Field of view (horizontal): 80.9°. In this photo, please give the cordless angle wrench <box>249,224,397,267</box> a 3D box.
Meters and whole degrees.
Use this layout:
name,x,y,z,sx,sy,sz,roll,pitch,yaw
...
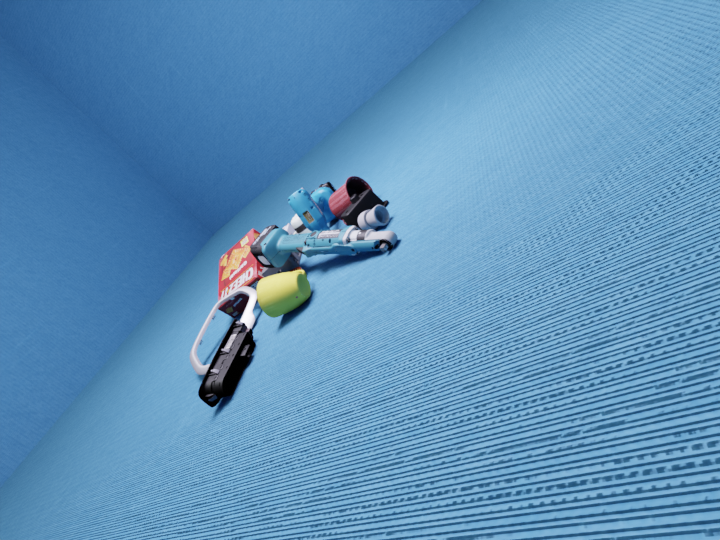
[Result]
name,x,y,z,sx,sy,sz,roll,pitch,yaw
cordless angle wrench,-0.090,-0.059,0.922,0.443,0.071,0.098,0,47,46

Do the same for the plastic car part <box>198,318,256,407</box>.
name,x,y,z,sx,sy,sz,roll,pitch,yaw
plastic car part,-0.259,0.186,0.860,0.069,0.064,0.205,-7,33,19

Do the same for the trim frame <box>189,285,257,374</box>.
name,x,y,z,sx,sy,sz,roll,pitch,yaw
trim frame,-0.338,0.144,1.050,0.192,0.026,0.251,-10,46,36

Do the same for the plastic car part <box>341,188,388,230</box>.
name,x,y,z,sx,sy,sz,roll,pitch,yaw
plastic car part,0.000,-0.138,0.965,0.116,0.068,0.068,-53,21,-15

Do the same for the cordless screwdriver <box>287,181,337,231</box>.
name,x,y,z,sx,sy,sz,roll,pitch,yaw
cordless screwdriver,-0.095,-0.149,1.108,0.075,0.158,0.247,-35,6,17
